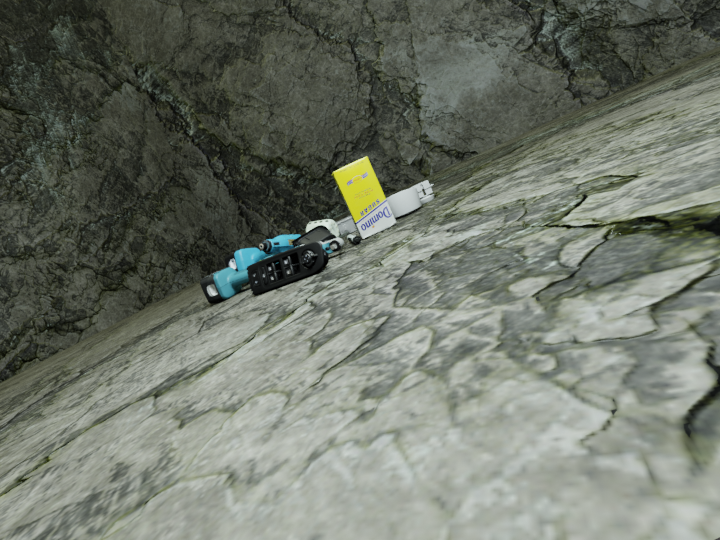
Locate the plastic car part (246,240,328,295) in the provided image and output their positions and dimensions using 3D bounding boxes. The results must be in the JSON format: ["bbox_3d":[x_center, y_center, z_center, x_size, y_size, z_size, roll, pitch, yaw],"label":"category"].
[{"bbox_3d":[-0.143,-0.003,0.867,0.209,0.068,0.063,-20,-17,35],"label":"plastic car part"}]

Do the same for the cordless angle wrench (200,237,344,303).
[{"bbox_3d":[-0.220,-0.008,1.042,0.436,0.073,0.096,-17,10,30],"label":"cordless angle wrench"}]

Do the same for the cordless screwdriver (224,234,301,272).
[{"bbox_3d":[-0.287,-0.041,1.181,0.257,0.075,0.152,-19,-6,34],"label":"cordless screwdriver"}]

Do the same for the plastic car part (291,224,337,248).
[{"bbox_3d":[-0.107,-0.070,1.090,0.115,0.063,0.075,-35,36,-23],"label":"plastic car part"}]
